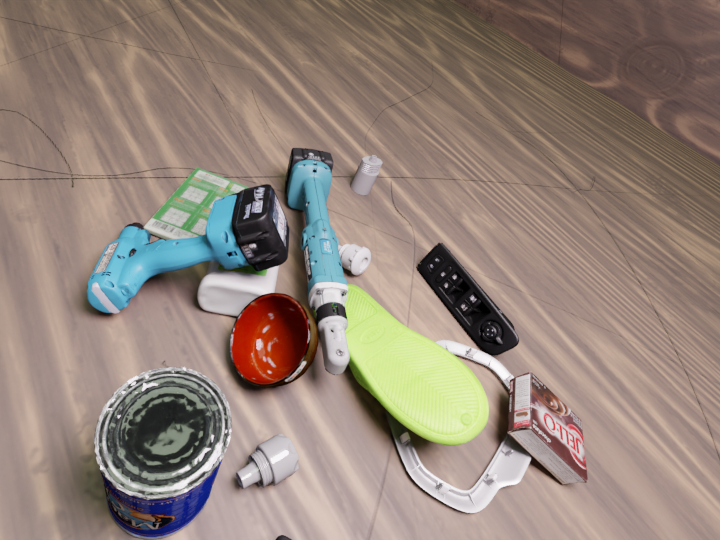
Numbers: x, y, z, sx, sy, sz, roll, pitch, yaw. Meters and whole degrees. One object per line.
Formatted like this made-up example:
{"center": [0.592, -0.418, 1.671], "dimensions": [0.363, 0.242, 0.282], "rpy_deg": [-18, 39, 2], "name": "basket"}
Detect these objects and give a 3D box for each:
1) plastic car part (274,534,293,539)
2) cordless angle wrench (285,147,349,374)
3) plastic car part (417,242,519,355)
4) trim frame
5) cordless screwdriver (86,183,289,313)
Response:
{"center": [-0.049, 0.287, 0.381], "dimensions": [0.116, 0.065, 0.071], "rpy_deg": [26, 29, -2], "name": "plastic car part"}
{"center": [-0.063, -0.041, 0.641], "dimensions": [0.072, 0.096, 0.440], "rpy_deg": [4, 43, -18], "name": "cordless angle wrench"}
{"center": [0.181, 0.049, 0.700], "dimensions": [0.063, 0.067, 0.213], "rpy_deg": [17, 33, -48], "name": "plastic car part"}
{"center": [0.140, 0.191, 0.567], "dimensions": [0.191, 0.027, 0.242], "rpy_deg": [41, 45, 17], "name": "trim frame"}
{"center": [-0.221, -0.043, 0.554], "dimensions": [0.250, 0.071, 0.166], "rpy_deg": [-17, 39, 4], "name": "cordless screwdriver"}
